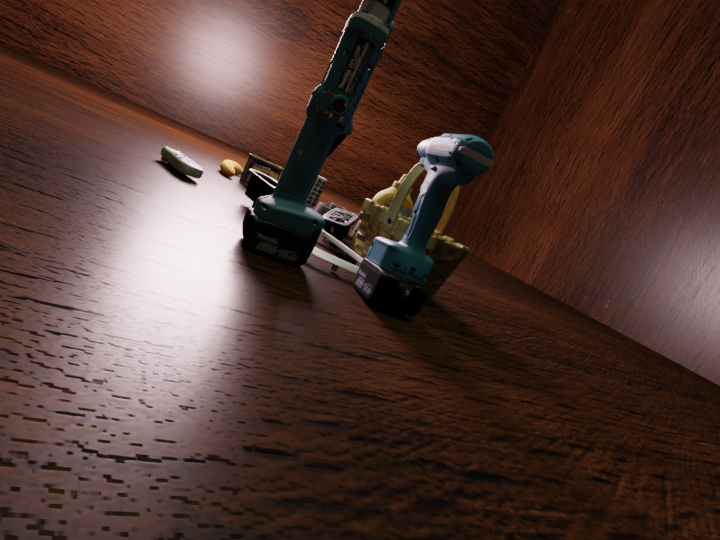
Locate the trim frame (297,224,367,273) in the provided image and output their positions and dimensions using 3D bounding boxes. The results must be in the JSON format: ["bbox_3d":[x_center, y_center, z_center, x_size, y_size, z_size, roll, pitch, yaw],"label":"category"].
[{"bbox_3d":[-0.072,-0.047,0.736,0.174,0.027,0.263,14,16,-46],"label":"trim frame"}]

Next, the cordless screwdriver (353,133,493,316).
[{"bbox_3d":[0.074,-0.073,0.592,0.072,0.248,0.165,22,11,-21],"label":"cordless screwdriver"}]

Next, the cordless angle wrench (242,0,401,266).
[{"bbox_3d":[-0.035,-0.212,0.551,0.094,0.421,0.078,21,11,-24],"label":"cordless angle wrench"}]

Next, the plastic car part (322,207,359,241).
[{"bbox_3d":[-0.049,-0.101,0.935,0.067,0.067,0.202,26,11,1],"label":"plastic car part"}]

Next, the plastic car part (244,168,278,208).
[{"bbox_3d":[-0.192,-0.151,0.849,0.062,0.071,0.123,14,16,-48],"label":"plastic car part"}]
